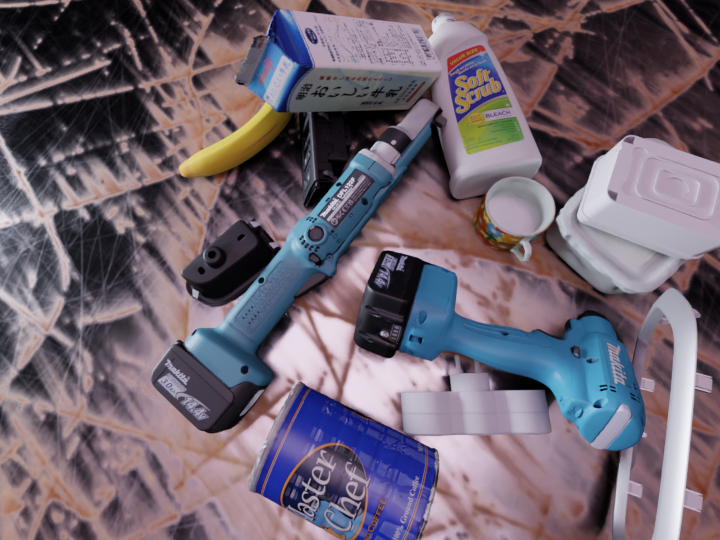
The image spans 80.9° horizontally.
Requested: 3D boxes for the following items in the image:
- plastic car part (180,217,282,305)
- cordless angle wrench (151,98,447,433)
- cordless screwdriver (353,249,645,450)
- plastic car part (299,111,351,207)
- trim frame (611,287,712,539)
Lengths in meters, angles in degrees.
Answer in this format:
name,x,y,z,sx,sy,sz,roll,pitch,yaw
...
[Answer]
name,x,y,z,sx,sy,sz,roll,pitch,yaw
plastic car part,-0.150,-0.012,0.474,0.116,0.069,0.068,-40,75,-13
cordless angle wrench,-0.045,-0.029,0.459,0.100,0.073,0.422,36,81,12
cordless screwdriver,0.128,0.053,0.419,0.257,0.073,0.158,20,34,16
plastic car part,-0.048,-0.184,0.528,0.066,0.066,0.208,-6,71,-11
trim frame,0.240,0.134,0.345,0.029,0.175,0.250,9,73,22
